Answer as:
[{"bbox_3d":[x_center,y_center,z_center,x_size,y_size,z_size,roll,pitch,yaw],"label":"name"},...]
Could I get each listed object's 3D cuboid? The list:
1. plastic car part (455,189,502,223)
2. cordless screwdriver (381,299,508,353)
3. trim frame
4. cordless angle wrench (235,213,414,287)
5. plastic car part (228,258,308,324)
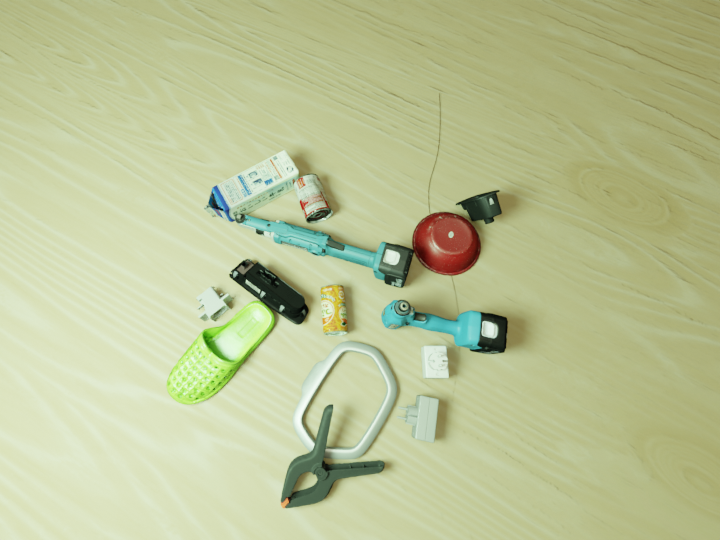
[{"bbox_3d":[0.284,-0.143,0.980,0.065,0.119,0.070,-23,99,-8],"label":"plastic car part"},{"bbox_3d":[0.173,0.108,0.869,0.250,0.156,0.075,12,74,2],"label":"cordless screwdriver"},{"bbox_3d":[-0.034,0.271,0.890,0.188,0.027,0.248,30,77,10],"label":"trim frame"},{"bbox_3d":[-0.096,-0.063,0.977,0.432,0.095,0.075,17,73,11],"label":"cordless angle wrench"},{"bbox_3d":[-0.197,0.038,0.952,0.206,0.067,0.065,38,45,8],"label":"plastic car part"}]
